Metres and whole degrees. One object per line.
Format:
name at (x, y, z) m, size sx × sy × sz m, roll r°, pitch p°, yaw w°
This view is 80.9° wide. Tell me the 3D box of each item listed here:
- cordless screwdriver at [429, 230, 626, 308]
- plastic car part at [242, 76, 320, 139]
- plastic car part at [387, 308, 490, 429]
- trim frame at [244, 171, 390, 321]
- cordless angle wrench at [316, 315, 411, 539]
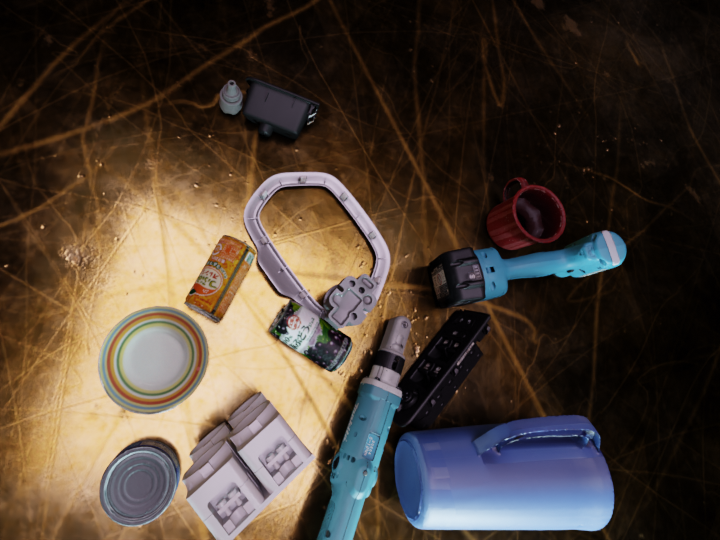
cordless screwdriver at (0.234, 0.001, 0.641) m, size 0.249 × 0.156 × 0.076 m, roll -10°, pitch 79°, yaw -1°
plastic car part at (-0.129, -0.239, 0.647) m, size 0.115 × 0.067 × 0.071 m, roll 18°, pitch 88°, yaw -7°
plastic car part at (0.115, 0.146, 0.605) m, size 0.201 × 0.070 × 0.064 m, roll -43°, pitch 118°, yaw -21°
trim frame at (-0.061, -0.040, 0.625) m, size 0.182 × 0.028 × 0.249 m, roll -35°, pitch 88°, yaw -18°
cordless angle wrench at (-0.009, 0.252, 0.531) m, size 0.073 × 0.099 × 0.426 m, roll 26°, pitch 68°, yaw -13°
